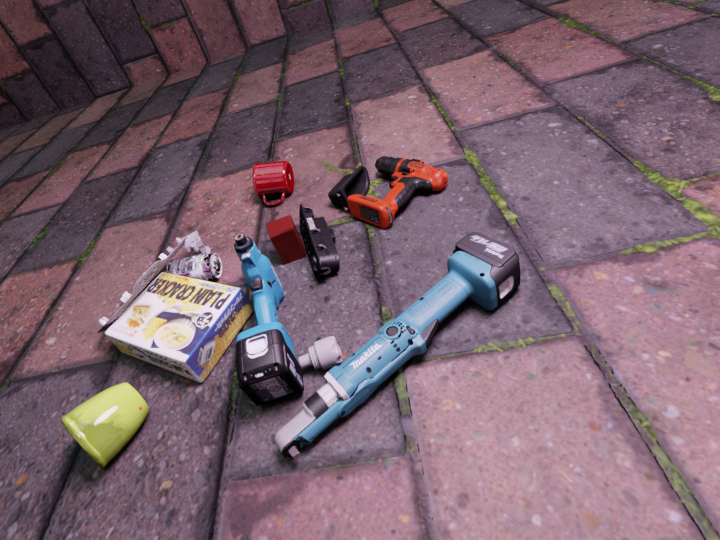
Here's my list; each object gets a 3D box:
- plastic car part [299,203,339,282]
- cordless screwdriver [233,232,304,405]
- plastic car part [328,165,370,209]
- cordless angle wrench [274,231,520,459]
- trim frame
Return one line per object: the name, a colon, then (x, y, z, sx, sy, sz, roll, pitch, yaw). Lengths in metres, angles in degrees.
plastic car part: (-0.081, -0.053, 0.830, 0.065, 0.065, 0.212, 2, 37, -15)
cordless screwdriver: (-0.155, 0.065, 0.655, 0.074, 0.152, 0.260, -19, 42, 0)
plastic car part: (-0.031, -0.182, 0.950, 0.074, 0.063, 0.116, -7, 37, 36)
cordless angle wrench: (0.053, 0.102, 0.596, 0.418, 0.071, 0.104, -38, 43, -16)
trim frame: (-0.436, 0.022, 0.847, 0.190, 0.027, 0.248, -14, 36, 55)
